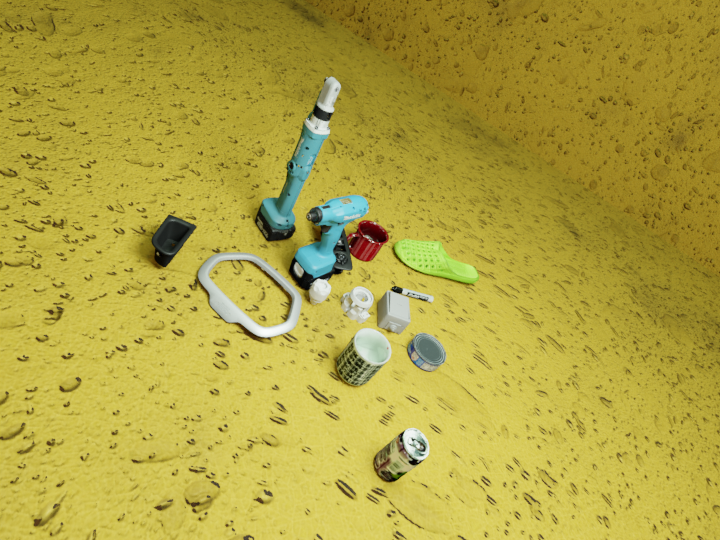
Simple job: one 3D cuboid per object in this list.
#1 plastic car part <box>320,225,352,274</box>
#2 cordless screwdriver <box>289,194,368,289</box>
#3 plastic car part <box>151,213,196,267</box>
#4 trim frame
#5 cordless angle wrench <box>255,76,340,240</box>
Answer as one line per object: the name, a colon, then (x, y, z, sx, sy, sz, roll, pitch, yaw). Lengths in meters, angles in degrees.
plastic car part: (-0.073, -0.069, 1.110, 0.064, 0.067, 0.212, 7, 43, -27)
cordless screwdriver: (-0.092, -0.060, 0.944, 0.153, 0.248, 0.077, -19, 61, -45)
plastic car part: (-0.404, -0.053, 0.893, 0.065, 0.071, 0.119, 22, 39, -11)
trim frame: (-0.237, 0.045, 0.917, 0.256, 0.027, 0.180, 39, 40, 14)
cordless angle wrench: (-0.141, -0.243, 0.979, 0.071, 0.422, 0.102, -11, 56, -42)
